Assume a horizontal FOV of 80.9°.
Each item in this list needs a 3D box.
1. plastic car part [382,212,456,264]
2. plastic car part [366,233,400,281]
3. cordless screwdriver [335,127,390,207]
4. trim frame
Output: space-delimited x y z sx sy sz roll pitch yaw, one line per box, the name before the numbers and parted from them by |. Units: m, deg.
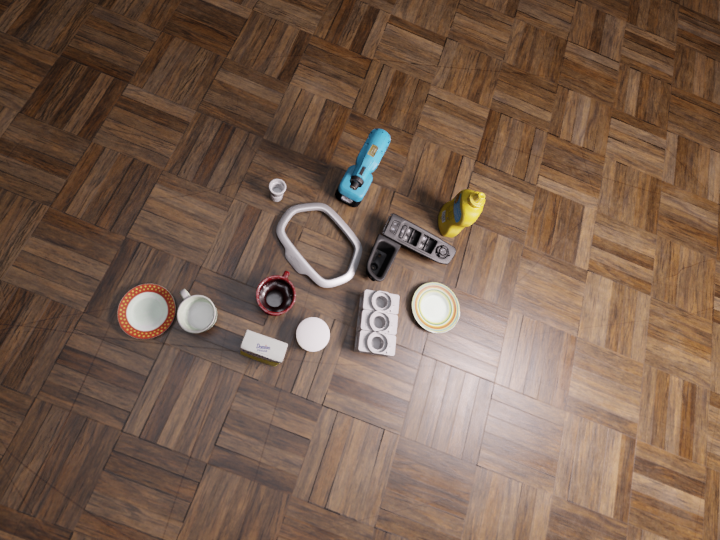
plastic car part | 0.152 -0.074 1.123 0.203 0.067 0.066 26 72 -1
plastic car part | 0.045 -0.022 1.089 0.066 0.071 0.117 27 71 -3
cordless screwdriver | -0.007 -0.227 1.050 0.074 0.249 0.160 28 72 -6
trim frame | -0.108 -0.071 1.103 0.182 0.027 0.252 -39 82 -17
